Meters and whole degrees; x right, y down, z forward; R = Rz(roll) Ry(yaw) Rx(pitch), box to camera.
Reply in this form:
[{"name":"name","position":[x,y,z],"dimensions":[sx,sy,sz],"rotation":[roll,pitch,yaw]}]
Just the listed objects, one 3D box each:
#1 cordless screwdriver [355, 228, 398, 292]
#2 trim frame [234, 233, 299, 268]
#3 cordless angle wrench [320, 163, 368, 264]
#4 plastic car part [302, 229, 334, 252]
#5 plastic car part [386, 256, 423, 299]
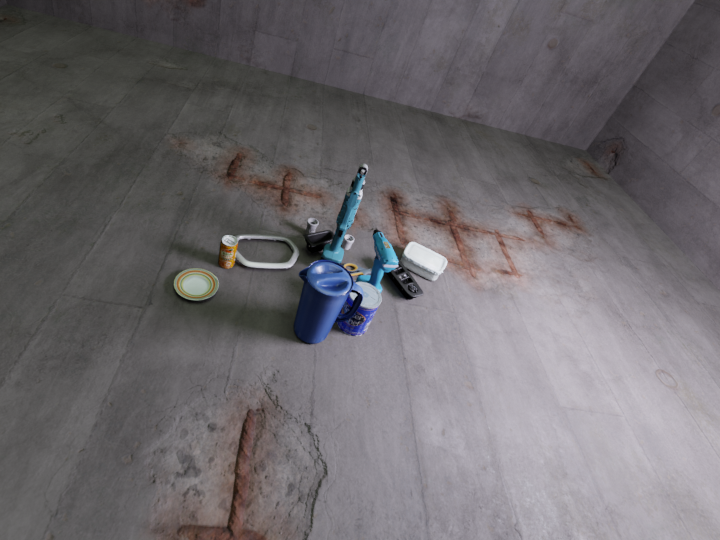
[{"name":"cordless screwdriver","position":[0.040,-0.001,1.367],"dimensions":[0.072,0.245,0.166],"rotation":[3,43,-22]},{"name":"trim frame","position":[-0.334,-0.071,1.479],"dimensions":[0.241,0.027,0.193],"rotation":[-1,44,-21]},{"name":"cordless angle wrench","position":[-0.050,-0.167,1.388],"dimensions":[0.074,0.417,0.100],"rotation":[19,40,-5]},{"name":"plastic car part","position":[-0.151,-0.099,1.543],"dimensions":[0.112,0.070,0.069],"rotation":[-15,52,-33]},{"name":"plastic car part","position":[0.140,0.028,1.509],"dimensions":[0.064,0.066,0.213],"rotation":[-13,50,-33]}]
